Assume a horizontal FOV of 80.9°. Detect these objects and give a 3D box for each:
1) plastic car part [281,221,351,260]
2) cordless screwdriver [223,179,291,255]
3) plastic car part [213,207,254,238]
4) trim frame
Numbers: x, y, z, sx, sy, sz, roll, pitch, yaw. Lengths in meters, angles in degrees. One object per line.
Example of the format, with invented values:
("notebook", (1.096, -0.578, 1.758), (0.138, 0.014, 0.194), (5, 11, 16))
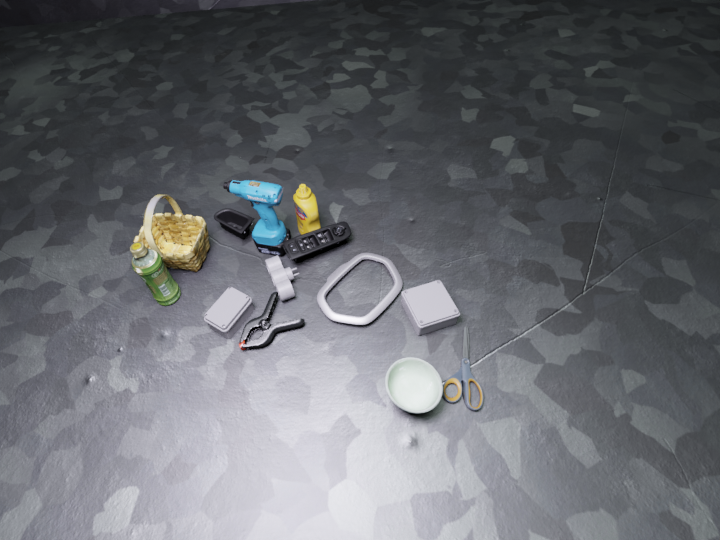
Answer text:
("plastic car part", (-0.118, -0.077, 1.205), (0.200, 0.065, 0.070), (-25, 55, -13))
("cordless screwdriver", (-0.279, -0.150, 1.166), (0.163, 0.240, 0.075), (13, 54, 12))
("plastic car part", (-0.378, -0.136, 1.273), (0.121, 0.068, 0.066), (23, 57, 20))
("trim frame", (-0.002, 0.045, 1.124), (0.193, 0.026, 0.246), (32, 62, 26))
